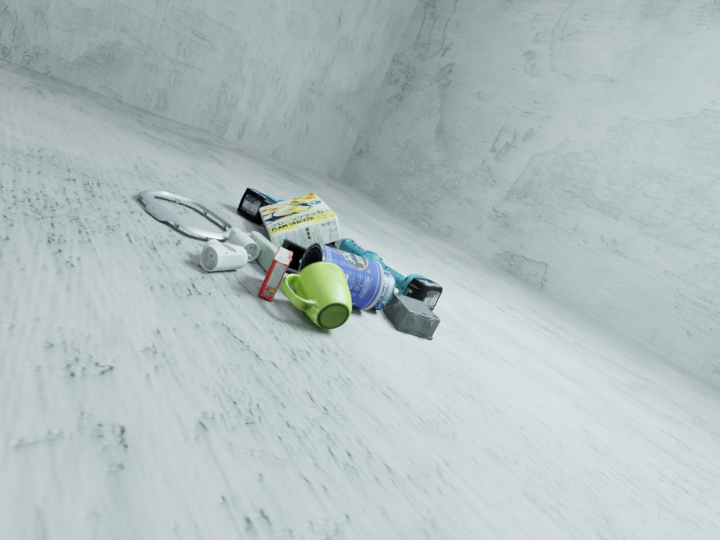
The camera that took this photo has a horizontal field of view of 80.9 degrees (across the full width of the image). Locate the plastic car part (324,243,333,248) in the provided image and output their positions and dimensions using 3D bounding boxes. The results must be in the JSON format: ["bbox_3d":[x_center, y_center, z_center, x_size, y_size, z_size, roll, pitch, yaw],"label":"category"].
[{"bbox_3d":[-0.110,-0.072,1.129,0.067,0.067,0.200,51,15,0],"label":"plastic car part"}]

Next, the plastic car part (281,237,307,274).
[{"bbox_3d":[-0.129,-0.019,0.916,0.113,0.066,0.073,24,-1,-18],"label":"plastic car part"}]

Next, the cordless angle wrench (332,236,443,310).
[{"bbox_3d":[0.027,-0.023,1.148,0.093,0.074,0.448,10,18,-46],"label":"cordless angle wrench"}]

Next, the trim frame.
[{"bbox_3d":[-0.380,-0.123,0.936,0.260,0.027,0.176,33,16,25],"label":"trim frame"}]

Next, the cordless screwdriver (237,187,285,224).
[{"bbox_3d":[-0.234,-0.167,1.236,0.165,0.074,0.240,30,11,18],"label":"cordless screwdriver"}]
